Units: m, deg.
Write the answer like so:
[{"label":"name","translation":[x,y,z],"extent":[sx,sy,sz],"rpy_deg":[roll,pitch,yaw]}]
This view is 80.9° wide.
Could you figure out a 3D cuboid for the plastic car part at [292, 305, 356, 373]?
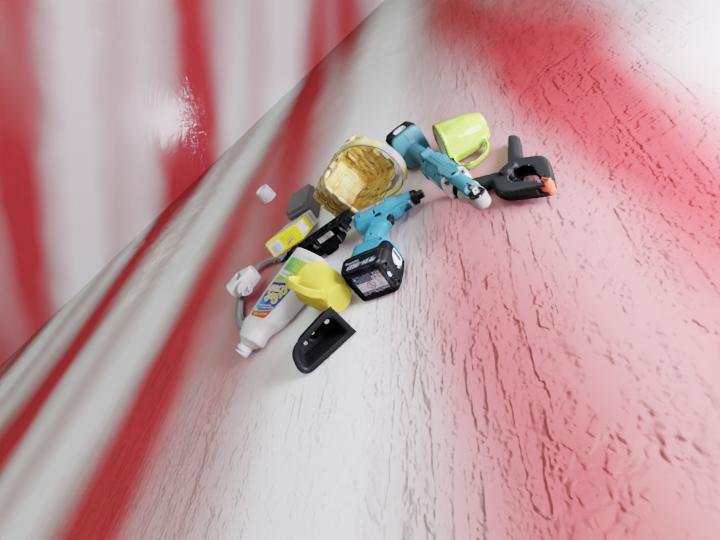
[{"label":"plastic car part","translation":[-0.075,0.116,0.745],"extent":[0.116,0.064,0.073],"rpy_deg":[-44,15,2]}]

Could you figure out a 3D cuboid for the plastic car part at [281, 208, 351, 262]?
[{"label":"plastic car part","translation":[-0.094,-0.061,0.961],"extent":[0.208,0.064,0.067],"rpy_deg":[-26,28,29]}]

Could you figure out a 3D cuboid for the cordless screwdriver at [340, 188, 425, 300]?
[{"label":"cordless screwdriver","translation":[0.050,-0.064,0.809],"extent":[0.163,0.071,0.254],"rpy_deg":[-25,31,25]}]

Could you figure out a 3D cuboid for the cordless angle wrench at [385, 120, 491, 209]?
[{"label":"cordless angle wrench","translation":[0.147,-0.204,0.827],"extent":[0.075,0.094,0.439],"rpy_deg":[-36,29,9]}]

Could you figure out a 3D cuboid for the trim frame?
[{"label":"trim frame","translation":[-0.241,0.046,1.032],"extent":[0.185,0.026,0.259],"rpy_deg":[-35,34,9]}]
